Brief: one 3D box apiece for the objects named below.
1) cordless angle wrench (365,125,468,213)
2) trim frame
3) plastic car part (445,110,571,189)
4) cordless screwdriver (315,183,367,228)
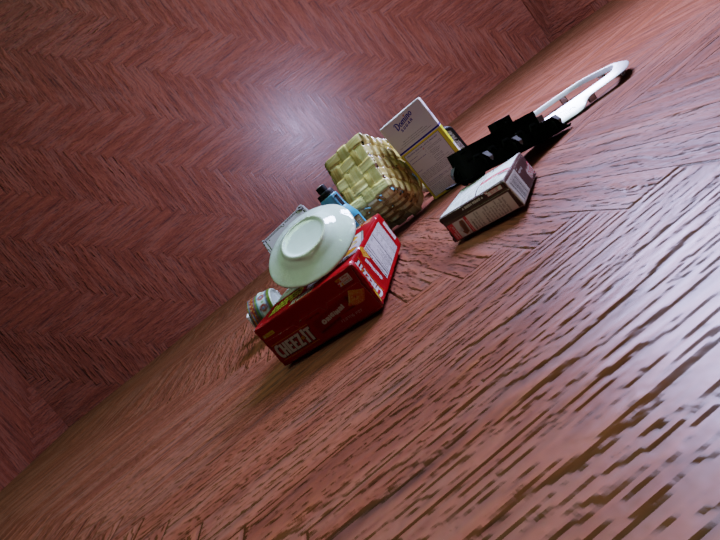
[{"bbox_3d":[0.067,-0.176,1.029,0.425,0.096,0.075,-40,10,9],"label":"cordless angle wrench"},{"bbox_3d":[0.324,-0.266,0.719,0.253,0.027,0.183,-32,12,24],"label":"trim frame"},{"bbox_3d":[0.199,-0.177,0.597,0.200,0.066,0.068,-34,12,-17],"label":"plastic car part"},{"bbox_3d":[-0.079,-0.051,0.804,0.255,0.158,0.073,-31,10,49],"label":"cordless screwdriver"}]
